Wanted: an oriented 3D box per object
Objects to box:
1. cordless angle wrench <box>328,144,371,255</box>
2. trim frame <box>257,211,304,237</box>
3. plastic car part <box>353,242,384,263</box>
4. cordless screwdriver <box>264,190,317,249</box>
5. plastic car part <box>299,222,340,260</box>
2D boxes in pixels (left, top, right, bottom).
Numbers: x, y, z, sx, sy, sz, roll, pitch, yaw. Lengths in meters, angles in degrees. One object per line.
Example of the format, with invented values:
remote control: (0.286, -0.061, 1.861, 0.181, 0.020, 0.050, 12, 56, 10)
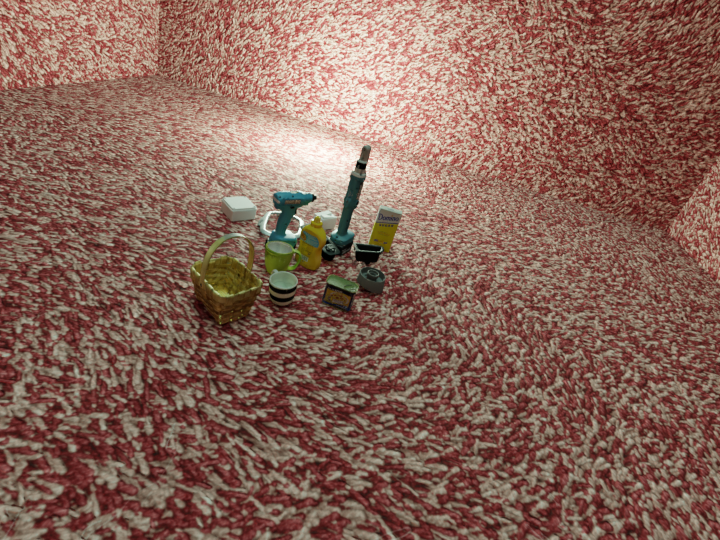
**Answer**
cordless angle wrench: (-0.033, -0.254, 1.544, 0.077, 0.416, 0.095, 30, 32, 21)
trim frame: (-0.317, -0.181, 1.689, 0.182, 0.027, 0.255, 10, 31, -7)
plastic car part: (0.026, -0.058, 1.586, 0.114, 0.070, 0.068, 8, 31, -12)
cordless screwdriver: (-0.244, -0.163, 1.475, 0.153, 0.245, 0.079, -7, 38, -35)
plastic car part: (-0.155, -0.101, 1.587, 0.064, 0.066, 0.215, -11, 39, -39)
